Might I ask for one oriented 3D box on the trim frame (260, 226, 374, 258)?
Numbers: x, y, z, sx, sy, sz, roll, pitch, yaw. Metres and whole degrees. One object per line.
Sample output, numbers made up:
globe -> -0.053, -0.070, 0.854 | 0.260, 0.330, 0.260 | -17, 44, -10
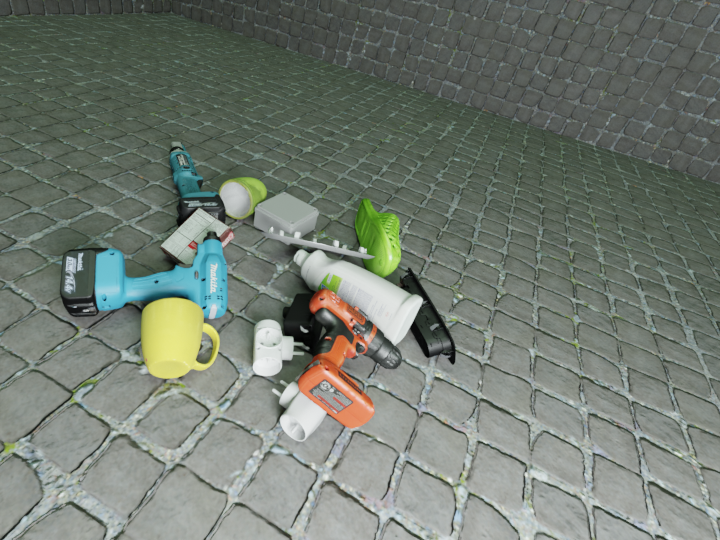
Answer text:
trim frame -> -0.082, -0.054, 0.837 | 0.194, 0.027, 0.235 | 12, 3, 43

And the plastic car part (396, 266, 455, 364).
plastic car part -> 0.110, 0.084, 0.780 | 0.065, 0.064, 0.214 | -11, 42, -18

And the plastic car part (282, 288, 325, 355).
plastic car part -> -0.100, 0.080, 0.727 | 0.072, 0.064, 0.119 | 1, 32, 5

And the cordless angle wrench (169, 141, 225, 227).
cordless angle wrench -> -0.421, -0.225, 1.026 | 0.094, 0.073, 0.446 | -7, 38, -28

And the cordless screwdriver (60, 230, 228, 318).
cordless screwdriver -> -0.348, 0.000, 0.702 | 0.241, 0.074, 0.165 | 1, 59, -20
